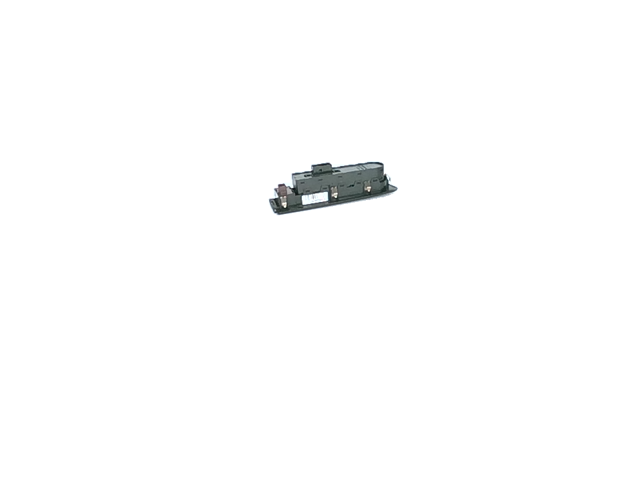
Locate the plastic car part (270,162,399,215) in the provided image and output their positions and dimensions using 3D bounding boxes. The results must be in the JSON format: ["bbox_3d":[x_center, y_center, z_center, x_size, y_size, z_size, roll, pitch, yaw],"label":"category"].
[{"bbox_3d":[0.022,-0.089,0.671,0.203,0.067,0.066,-7,16,-9],"label":"plastic car part"}]
